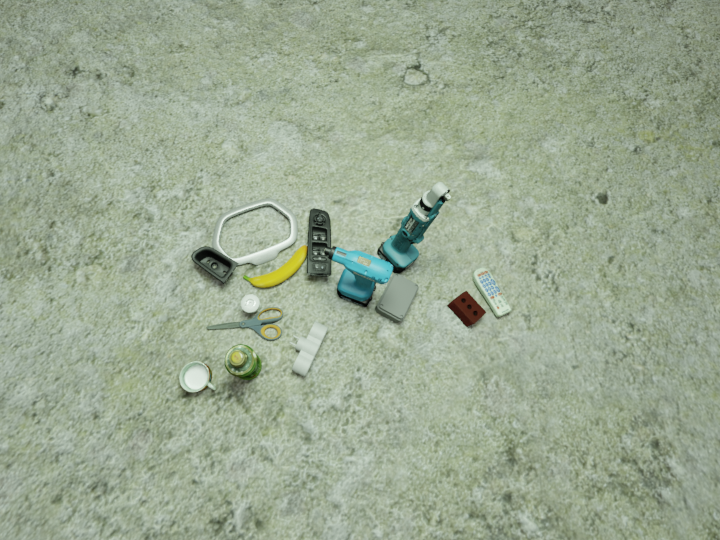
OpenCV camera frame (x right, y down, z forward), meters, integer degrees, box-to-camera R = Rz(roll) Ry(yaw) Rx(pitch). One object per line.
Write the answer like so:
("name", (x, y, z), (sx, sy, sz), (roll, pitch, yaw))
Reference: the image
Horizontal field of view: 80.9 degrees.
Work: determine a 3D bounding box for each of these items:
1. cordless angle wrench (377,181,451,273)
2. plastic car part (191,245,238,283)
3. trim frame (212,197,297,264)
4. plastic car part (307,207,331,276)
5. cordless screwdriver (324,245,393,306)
("cordless angle wrench", (0.127, -0.101, 1.010), (0.073, 0.418, 0.100), (-37, 81, -17))
("plastic car part", (-0.391, -0.015, 1.138), (0.118, 0.070, 0.066), (31, 71, 7))
("trim frame", (-0.299, -0.108, 1.200), (0.245, 0.027, 0.189), (-22, 72, -10))
("plastic car part", (-0.115, -0.075, 1.176), (0.066, 0.066, 0.207), (1, 70, -5))
("cordless screwdriver", (-0.021, 0.011, 1.053), (0.160, 0.246, 0.075), (23, 71, 1))
